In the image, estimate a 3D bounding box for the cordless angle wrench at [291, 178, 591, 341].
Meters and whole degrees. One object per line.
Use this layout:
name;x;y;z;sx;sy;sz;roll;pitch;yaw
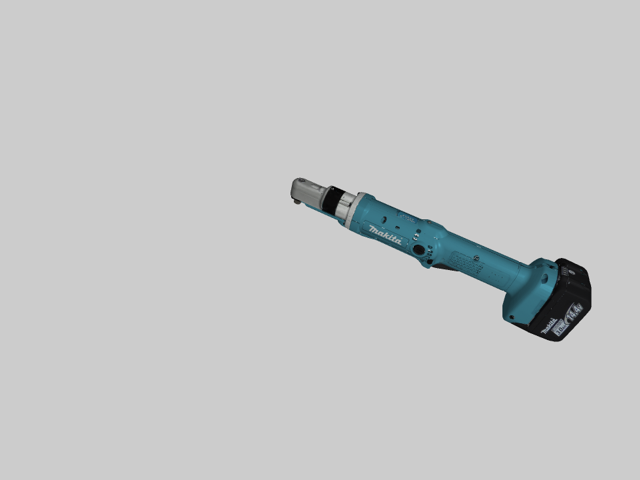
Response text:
cordless angle wrench;0.146;0.003;0.598;0.423;0.098;0.074;25;40;12
